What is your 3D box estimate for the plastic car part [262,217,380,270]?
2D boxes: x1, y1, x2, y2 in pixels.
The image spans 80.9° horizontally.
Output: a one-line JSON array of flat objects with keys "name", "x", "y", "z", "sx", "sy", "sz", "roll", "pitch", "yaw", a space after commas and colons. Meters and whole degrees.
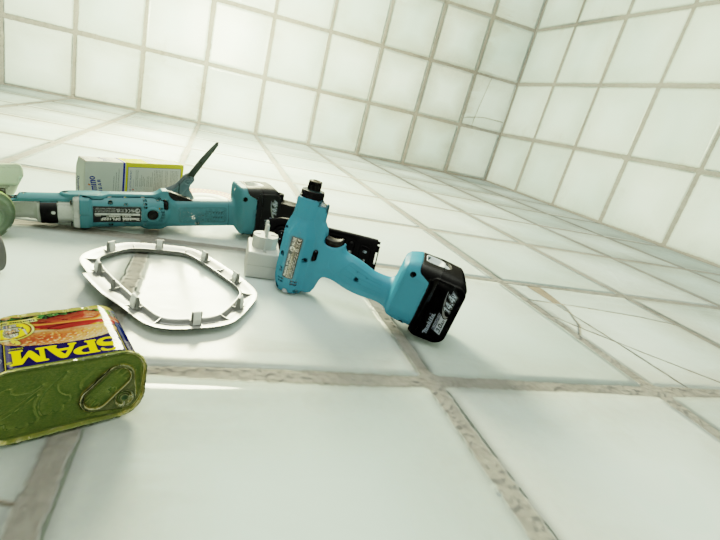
[{"name": "plastic car part", "x": -0.072, "y": -0.047, "z": 0.735, "sx": 0.203, "sy": 0.066, "sz": 0.067, "roll": 13, "pitch": 9, "yaw": 1}]

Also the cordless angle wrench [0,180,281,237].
[{"name": "cordless angle wrench", "x": -0.340, "y": -0.100, "z": 0.690, "sx": 0.406, "sy": 0.096, "sz": 0.078, "roll": -4, "pitch": 25, "yaw": -29}]

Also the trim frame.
[{"name": "trim frame", "x": -0.243, "y": 0.007, "z": 0.533, "sx": 0.262, "sy": 0.027, "sz": 0.177, "roll": 29, "pitch": 26, "yaw": 33}]

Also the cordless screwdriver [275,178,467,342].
[{"name": "cordless screwdriver", "x": 0.014, "y": -0.015, "z": 0.561, "sx": 0.254, "sy": 0.157, "sz": 0.074, "roll": 19, "pitch": 19, "yaw": 10}]

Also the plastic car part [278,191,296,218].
[{"name": "plastic car part", "x": -0.167, "y": -0.123, "z": 0.870, "sx": 0.119, "sy": 0.070, "sz": 0.065, "roll": 21, "pitch": 18, "yaw": 12}]
